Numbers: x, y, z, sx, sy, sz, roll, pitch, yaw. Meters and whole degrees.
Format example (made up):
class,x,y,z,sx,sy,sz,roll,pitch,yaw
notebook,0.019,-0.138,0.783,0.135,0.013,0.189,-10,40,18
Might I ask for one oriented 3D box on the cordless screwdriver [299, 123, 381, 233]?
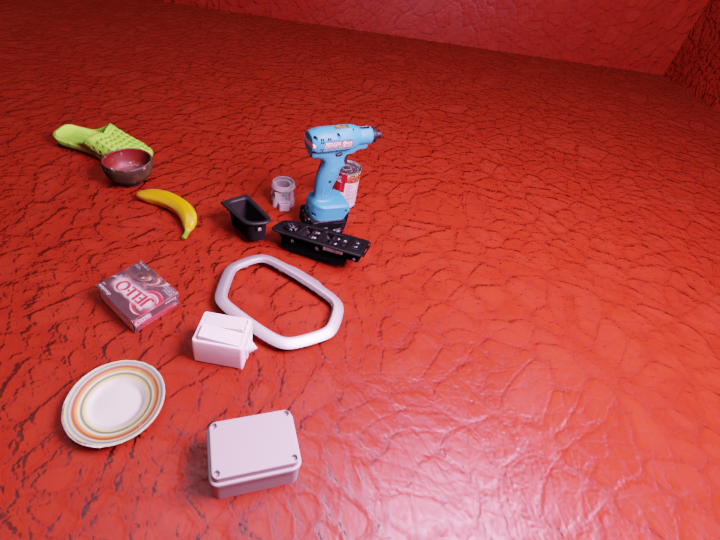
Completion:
class,x,y,z,sx,sy,sz,roll,pitch,yaw
cordless screwdriver,-0.047,-0.191,0.896,0.154,0.243,0.078,-12,46,-24

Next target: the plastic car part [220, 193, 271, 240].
class,x,y,z,sx,sy,sz,roll,pitch,yaw
plastic car part,-0.239,-0.102,0.899,0.064,0.069,0.123,-24,51,-33

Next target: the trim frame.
class,x,y,z,sx,sy,sz,roll,pitch,yaw
trim frame,-0.149,0.051,0.773,0.258,0.027,0.181,27,45,21

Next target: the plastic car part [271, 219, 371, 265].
class,x,y,z,sx,sy,sz,roll,pitch,yaw
plastic car part,-0.085,-0.056,0.873,0.208,0.065,0.066,20,42,13
